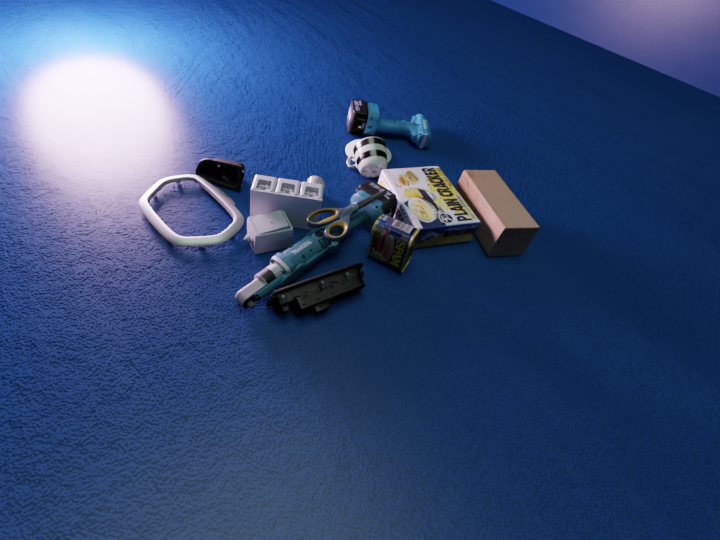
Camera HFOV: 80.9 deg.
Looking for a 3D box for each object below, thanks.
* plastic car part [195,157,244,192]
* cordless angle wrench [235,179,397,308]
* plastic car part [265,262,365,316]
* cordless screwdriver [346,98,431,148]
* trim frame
[{"bbox_3d":[-0.323,-0.240,1.006,0.119,0.065,0.071,18,31,10],"label":"plastic car part"},{"bbox_3d":[-0.084,-0.055,0.862,0.102,0.072,0.415,36,53,21],"label":"cordless angle wrench"},{"bbox_3d":[-0.068,0.037,0.780,0.197,0.065,0.070,-24,66,-29],"label":"plastic car part"},{"bbox_3d":[0.086,-0.447,1.258,0.247,0.073,0.163,11,46,-5],"label":"cordless screwdriver"},{"bbox_3d":[-0.364,-0.133,0.915,0.180,0.027,0.260,-33,58,-32],"label":"trim frame"}]
